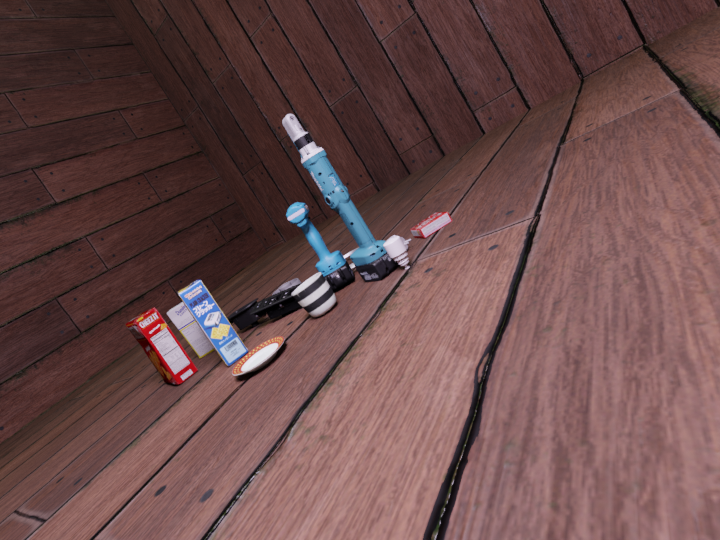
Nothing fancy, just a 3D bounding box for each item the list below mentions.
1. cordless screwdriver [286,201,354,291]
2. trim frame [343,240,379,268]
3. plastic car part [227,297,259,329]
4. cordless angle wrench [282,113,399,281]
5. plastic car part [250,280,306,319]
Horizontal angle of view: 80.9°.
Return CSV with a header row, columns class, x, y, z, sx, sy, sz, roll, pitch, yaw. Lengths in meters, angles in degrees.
class,x,y,z,sx,sy,sz,roll,pitch,yaw
cordless screwdriver,-0.109,-0.072,1.119,0.075,0.245,0.160,-31,8,5
trim frame,-0.032,-0.026,1.263,0.181,0.027,0.257,-39,14,-29
plastic car part,-0.336,0.139,1.264,0.119,0.070,0.065,-27,11,27
cordless angle wrench,-0.055,-0.170,0.966,0.073,0.418,0.101,-35,8,-28
plastic car part,-0.201,0.086,1.152,0.206,0.066,0.066,-28,10,19
